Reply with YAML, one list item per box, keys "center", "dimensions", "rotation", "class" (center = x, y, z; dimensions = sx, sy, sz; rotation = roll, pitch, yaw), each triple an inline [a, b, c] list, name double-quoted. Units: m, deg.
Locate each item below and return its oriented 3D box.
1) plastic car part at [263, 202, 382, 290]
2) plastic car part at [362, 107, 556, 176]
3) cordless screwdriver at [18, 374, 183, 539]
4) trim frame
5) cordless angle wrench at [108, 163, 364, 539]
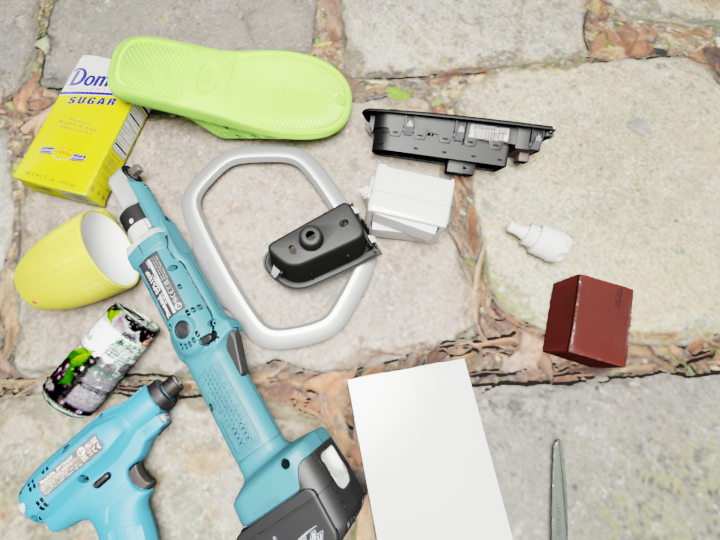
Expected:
- center: [-0.041, -0.027, 0.416]
  dimensions: [0.115, 0.070, 0.068]
  rotation: [-27, 75, -10]
  class: "plastic car part"
- center: [0.098, -0.145, 0.479]
  dimensions: [0.205, 0.066, 0.066]
  rotation: [13, 101, 4]
  class: "plastic car part"
- center: [-0.166, 0.229, 0.365]
  dimensions: [0.158, 0.072, 0.257]
  rotation: [-42, 73, -11]
  class: "cordless screwdriver"
- center: [-0.096, -0.036, 0.467]
  dimensions: [0.183, 0.027, 0.254]
  rotation: [-31, 76, -8]
  class: "trim frame"
- center: [-0.155, 0.057, 0.414]
  dimensions: [0.098, 0.071, 0.437]
  rotation: [-39, 71, 9]
  class: "cordless angle wrench"
